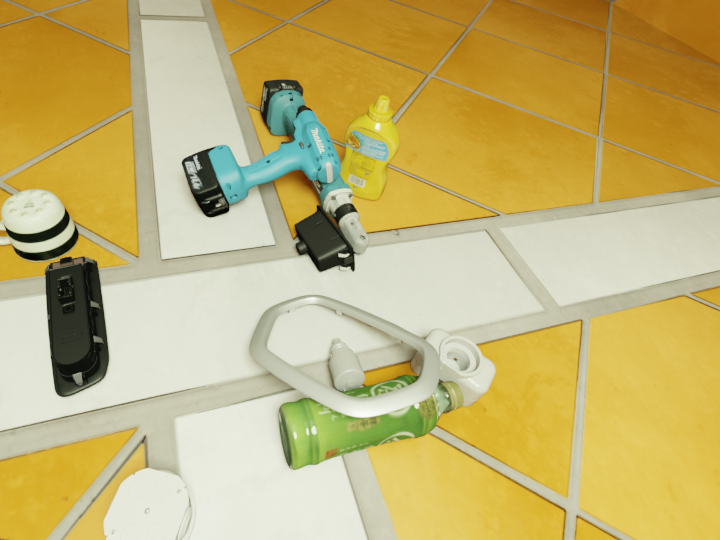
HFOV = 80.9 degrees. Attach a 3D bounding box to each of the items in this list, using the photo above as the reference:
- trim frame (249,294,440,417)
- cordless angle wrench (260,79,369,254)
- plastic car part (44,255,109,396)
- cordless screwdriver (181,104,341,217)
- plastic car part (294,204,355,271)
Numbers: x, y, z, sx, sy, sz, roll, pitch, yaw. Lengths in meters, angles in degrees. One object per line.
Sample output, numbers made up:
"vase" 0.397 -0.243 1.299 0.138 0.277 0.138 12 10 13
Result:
"trim frame" -0.024 0.095 0.530 0.261 0.027 0.180 18 34 31
"cordless angle wrench" -0.085 -0.204 0.789 0.072 0.097 0.442 -12 56 -27
"plastic car part" -0.361 0.054 0.534 0.064 0.066 0.212 -10 55 -30
"cordless screwdriver" -0.171 -0.194 0.718 0.247 0.072 0.165 -18 64 -5
"plastic car part" -0.066 -0.043 0.676 0.070 0.063 0.122 -29 57 -16
